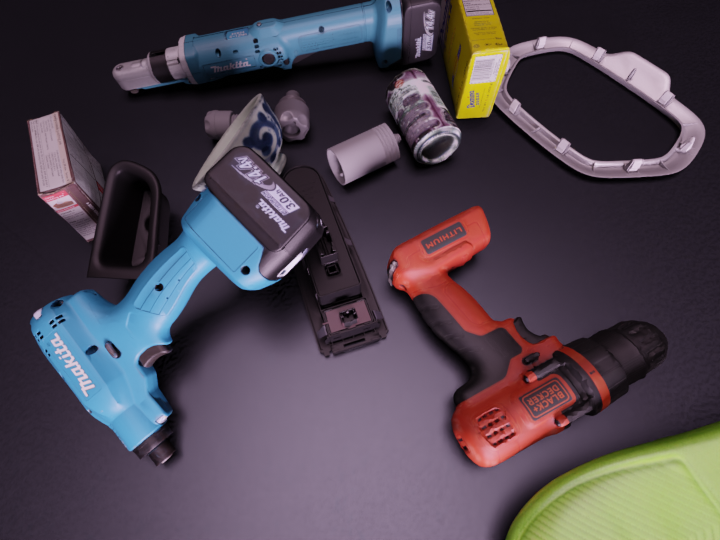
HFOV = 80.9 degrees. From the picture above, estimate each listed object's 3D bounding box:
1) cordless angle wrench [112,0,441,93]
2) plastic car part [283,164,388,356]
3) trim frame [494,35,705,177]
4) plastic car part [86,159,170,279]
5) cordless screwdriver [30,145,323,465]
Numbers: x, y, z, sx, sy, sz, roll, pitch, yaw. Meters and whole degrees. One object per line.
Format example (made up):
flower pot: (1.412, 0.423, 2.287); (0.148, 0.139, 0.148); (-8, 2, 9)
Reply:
cordless angle wrench: (-0.118, -0.291, 0.549); (0.426, 0.094, 0.076); (-9, 66, 4)
plastic car part: (-0.040, -0.026, 0.413); (0.066, 0.064, 0.211); (-21, 59, 0)
trim frame: (0.267, -0.201, 0.494); (0.182, 0.026, 0.260); (-29, 61, -11)
plastic car part: (-0.222, -0.045, 0.432); (0.066, 0.070, 0.118); (2, 78, 1)
cordless screwdriver: (-0.134, 0.029, 0.348); (0.249, 0.073, 0.161); (-40, 85, 2)
